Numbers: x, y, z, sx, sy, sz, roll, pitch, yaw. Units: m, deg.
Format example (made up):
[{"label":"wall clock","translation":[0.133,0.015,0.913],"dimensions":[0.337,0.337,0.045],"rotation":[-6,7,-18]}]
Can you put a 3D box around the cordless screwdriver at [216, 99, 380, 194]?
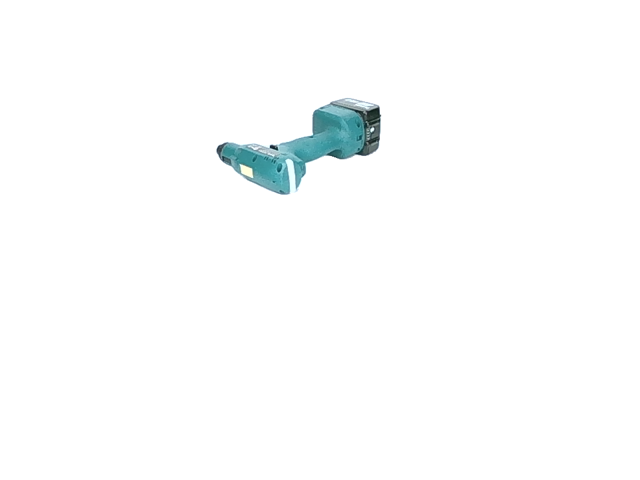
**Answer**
[{"label":"cordless screwdriver","translation":[-0.028,-0.155,0.666],"dimensions":[0.160,0.074,0.247],"rotation":[26,45,36]}]
